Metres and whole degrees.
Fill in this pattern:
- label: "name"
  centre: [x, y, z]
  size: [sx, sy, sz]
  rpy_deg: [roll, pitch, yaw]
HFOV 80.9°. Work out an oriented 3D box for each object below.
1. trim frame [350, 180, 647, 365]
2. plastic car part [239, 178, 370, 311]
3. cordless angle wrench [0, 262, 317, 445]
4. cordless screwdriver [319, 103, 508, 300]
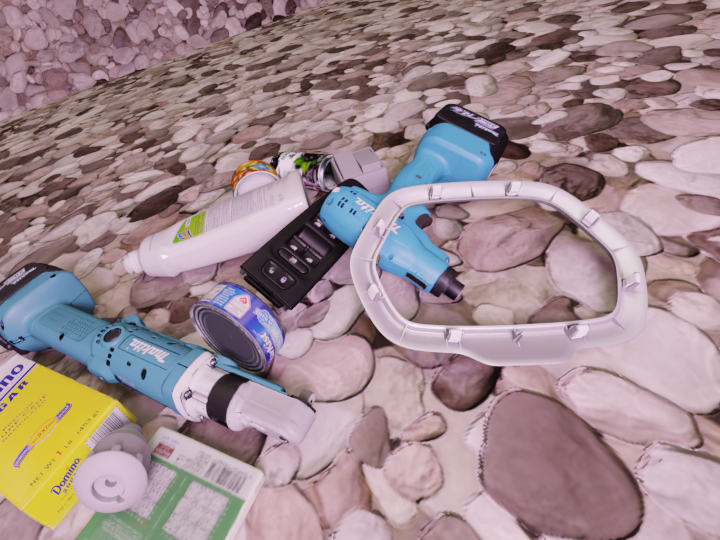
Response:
- label: "trim frame"
  centre: [0.116, -0.008, 0.364]
  size: [0.248, 0.027, 0.189]
  rpy_deg: [-2, 59, -1]
- label: "plastic car part"
  centre: [-0.047, -0.031, 0.477]
  size: [0.068, 0.066, 0.201]
  rpy_deg: [33, 56, 10]
- label: "cordless angle wrench"
  centre: [-0.230, 0.078, 0.415]
  size: [0.443, 0.071, 0.097]
  rpy_deg: [12, 46, 28]
- label: "cordless screwdriver"
  centre: [0.089, -0.084, 0.473]
  size: [0.165, 0.073, 0.245]
  rpy_deg: [35, 57, 16]
